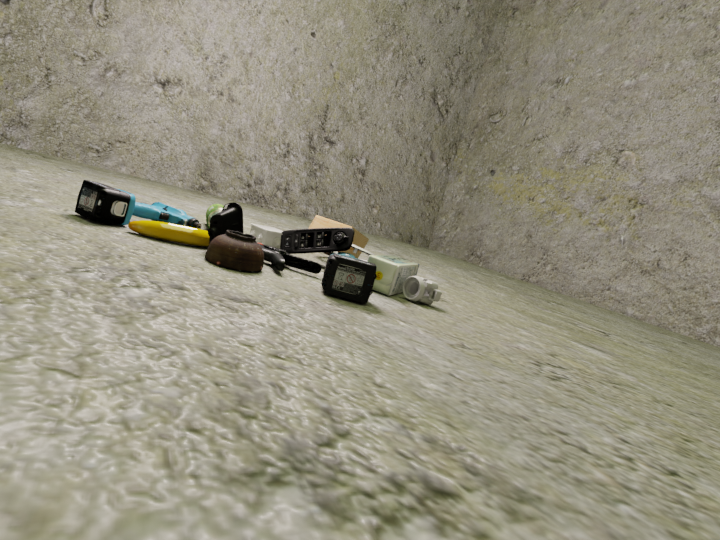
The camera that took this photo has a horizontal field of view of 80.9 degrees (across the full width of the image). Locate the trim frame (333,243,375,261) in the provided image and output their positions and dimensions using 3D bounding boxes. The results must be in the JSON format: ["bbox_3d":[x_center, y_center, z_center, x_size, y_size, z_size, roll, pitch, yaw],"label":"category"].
[{"bbox_3d":[-0.032,-0.047,1.208,0.176,0.027,0.259,29,-11,-28],"label":"trim frame"}]

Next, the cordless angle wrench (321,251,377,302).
[{"bbox_3d":[-0.035,-0.008,0.975,0.097,0.074,0.426,14,6,-6],"label":"cordless angle wrench"}]

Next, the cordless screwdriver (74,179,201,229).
[{"bbox_3d":[-0.492,-0.132,0.958,0.166,0.074,0.239,19,4,22],"label":"cordless screwdriver"}]

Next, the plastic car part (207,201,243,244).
[{"bbox_3d":[-0.288,-0.081,0.885,0.069,0.114,0.070,18,30,21],"label":"plastic car part"}]

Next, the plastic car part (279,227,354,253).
[{"bbox_3d":[-0.107,-0.070,1.096,0.210,0.067,0.063,-4,-26,24],"label":"plastic car part"}]
